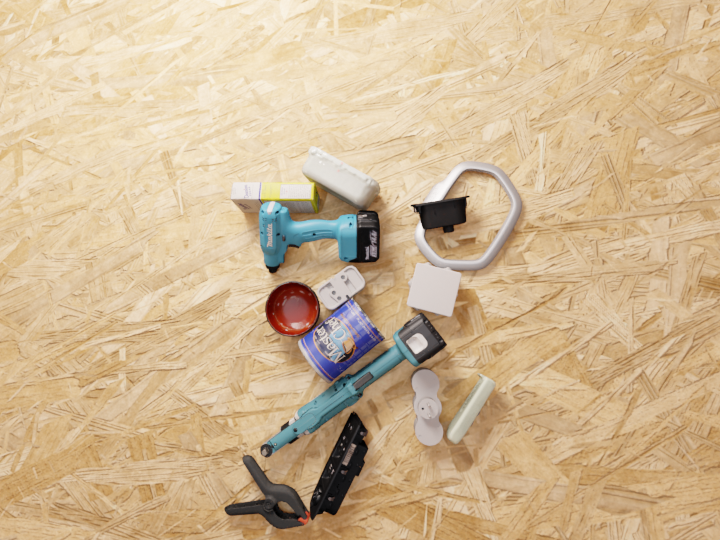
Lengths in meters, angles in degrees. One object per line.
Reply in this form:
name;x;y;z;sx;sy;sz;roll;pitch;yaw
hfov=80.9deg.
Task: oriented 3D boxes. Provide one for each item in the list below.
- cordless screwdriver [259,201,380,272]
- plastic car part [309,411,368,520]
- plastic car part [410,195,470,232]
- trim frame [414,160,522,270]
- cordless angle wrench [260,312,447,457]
cordless screwdriver;-0.086;-0.056;0.878;0.250;0.076;0.155;5;122;2
plastic car part;-0.037;0.385;0.821;0.065;0.068;0.203;32;84;-17
plastic car part;0.167;-0.111;0.854;0.117;0.066;0.070;-6;97;3
trim frame;0.222;-0.113;0.882;0.188;0.027;0.248;31;88;10
cordless angle wrench;-0.026;0.237;0.832;0.424;0.096;0.076;-37;81;5
